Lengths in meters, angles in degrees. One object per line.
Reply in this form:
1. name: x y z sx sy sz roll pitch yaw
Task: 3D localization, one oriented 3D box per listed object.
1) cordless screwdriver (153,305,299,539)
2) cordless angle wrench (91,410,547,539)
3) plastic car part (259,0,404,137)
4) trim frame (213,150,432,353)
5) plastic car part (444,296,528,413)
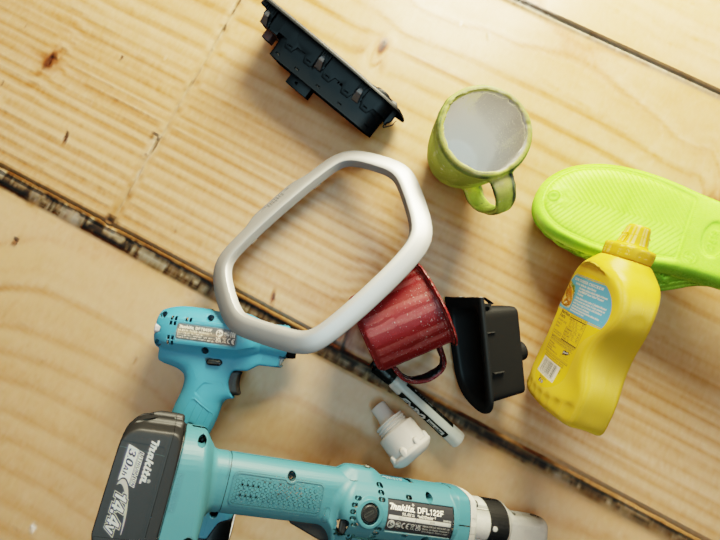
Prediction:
1. cordless screwdriver: -0.142 0.167 0.427 0.159 0.074 0.251 7 79 -3
2. cordless angle wrench: -0.004 0.213 0.385 0.412 0.075 0.099 16 74 -14
3. plastic car part: -0.039 -0.221 0.481 0.205 0.066 0.067 37 94 4
4. trim frame: -0.043 -0.028 0.437 0.248 0.026 0.193 -44 61 -5
5. plastic car part: 0.140 0.082 0.446 0.069 0.067 0.117 -8 87 -17
